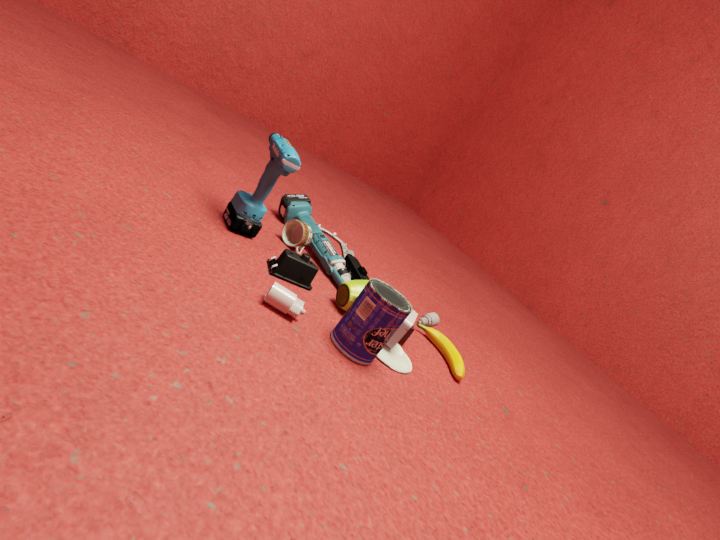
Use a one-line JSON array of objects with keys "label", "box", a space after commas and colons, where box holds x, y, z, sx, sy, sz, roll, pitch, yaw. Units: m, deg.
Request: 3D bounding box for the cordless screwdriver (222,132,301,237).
[{"label": "cordless screwdriver", "box": [-0.246, -0.213, 1.034, 0.070, 0.249, 0.168, 22, 26, -40]}]

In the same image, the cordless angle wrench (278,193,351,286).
[{"label": "cordless angle wrench", "box": [-0.118, -0.077, 1.206, 0.094, 0.073, 0.446, -6, 41, -31]}]

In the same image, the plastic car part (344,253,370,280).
[{"label": "plastic car part", "box": [-0.016, 0.012, 1.180, 0.063, 0.067, 0.213, 17, 20, -28]}]

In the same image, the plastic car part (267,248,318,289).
[{"label": "plastic car part", "box": [-0.147, -0.011, 0.970, 0.112, 0.071, 0.069, 23, 21, -25]}]

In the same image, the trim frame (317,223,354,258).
[{"label": "trim frame", "box": [-0.102, -0.093, 1.369, 0.180, 0.027, 0.255, 31, 15, -15]}]
